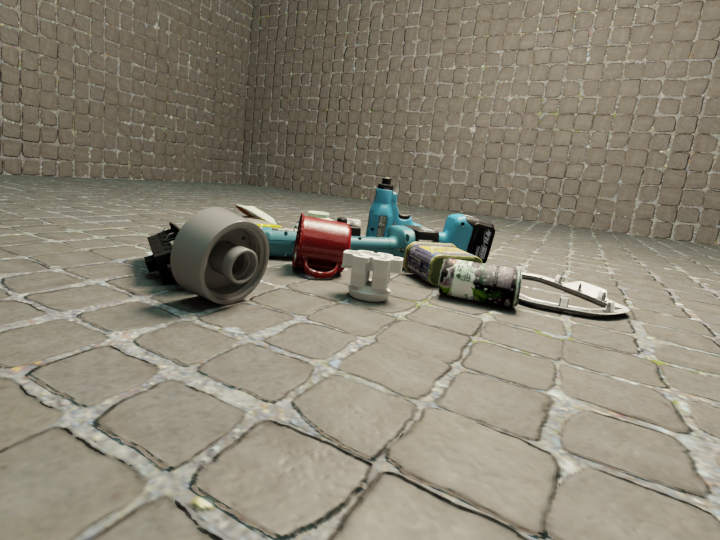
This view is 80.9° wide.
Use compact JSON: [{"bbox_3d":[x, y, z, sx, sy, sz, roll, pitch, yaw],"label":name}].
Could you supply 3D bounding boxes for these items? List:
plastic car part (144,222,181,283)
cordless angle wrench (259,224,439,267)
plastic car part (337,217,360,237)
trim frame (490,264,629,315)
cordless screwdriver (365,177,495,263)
[{"bbox_3d":[-0.264,-0.021,0.588,0.066,0.064,0.213,-26,25,-18],"label":"plastic car part"},{"bbox_3d":[-0.075,-0.049,0.767,0.418,0.073,0.100,2,12,-7],"label":"cordless angle wrench"},{"bbox_3d":[-0.049,-0.076,0.887,0.117,0.070,0.067,3,13,0],"label":"plastic car part"},{"bbox_3d":[0.296,0.026,0.686,0.181,0.027,0.255,4,11,-13],"label":"trim frame"},{"bbox_3d":[0.140,-0.097,0.863,0.248,0.158,0.075,8,10,-1],"label":"cordless screwdriver"}]
